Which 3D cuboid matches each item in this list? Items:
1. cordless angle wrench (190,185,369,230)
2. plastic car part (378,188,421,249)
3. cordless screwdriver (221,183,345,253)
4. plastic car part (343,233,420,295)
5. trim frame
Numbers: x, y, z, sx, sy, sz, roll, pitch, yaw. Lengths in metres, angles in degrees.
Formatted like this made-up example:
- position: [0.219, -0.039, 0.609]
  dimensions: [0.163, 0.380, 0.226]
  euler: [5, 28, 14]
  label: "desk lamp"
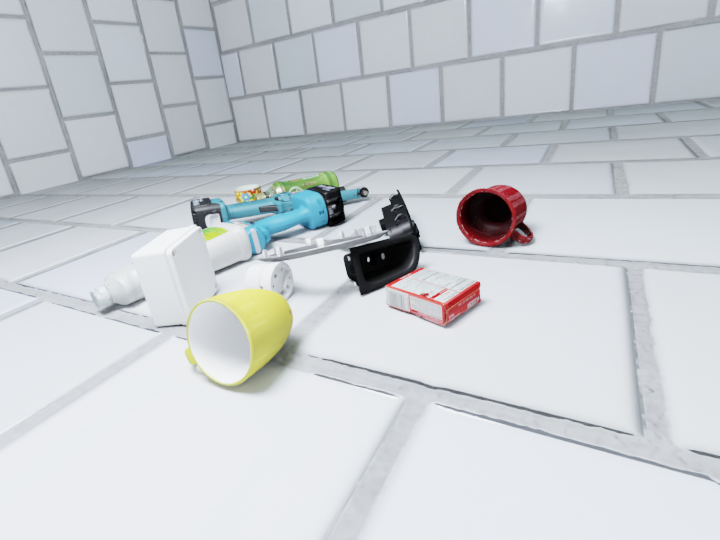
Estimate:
- position: [-0.181, -0.157, 1.003]
  dimensions: [0.415, 0.072, 0.102]
  euler: [-12, 22, -15]
  label: "cordless angle wrench"
- position: [0.068, -0.089, 0.761]
  dimensions: [0.067, 0.064, 0.208]
  euler: [-17, 22, 3]
  label: "plastic car part"
- position: [-0.165, -0.110, 0.881]
  dimensions: [0.242, 0.072, 0.168]
  euler: [-27, 28, -29]
  label: "cordless screwdriver"
- position: [0.023, -0.014, 0.614]
  dimensions: [0.113, 0.065, 0.074]
  euler: [-19, 10, -31]
  label: "plastic car part"
- position: [-0.065, -0.042, 0.661]
  dimensions: [0.179, 0.027, 0.257]
  euler: [-15, 5, -25]
  label: "trim frame"
